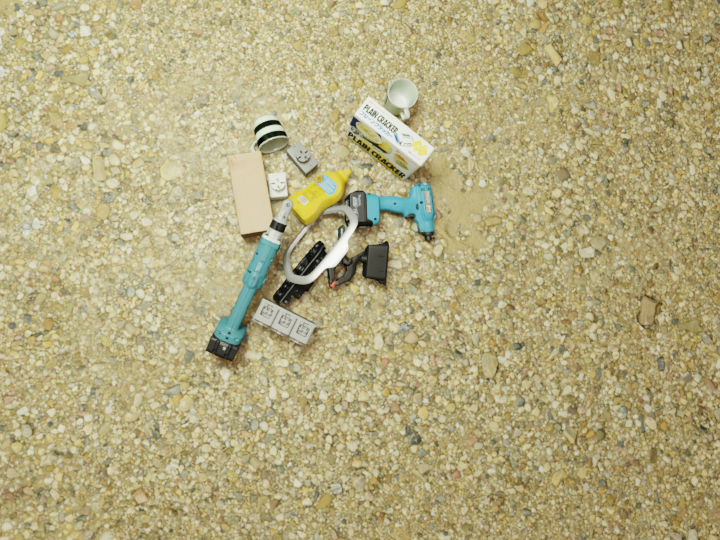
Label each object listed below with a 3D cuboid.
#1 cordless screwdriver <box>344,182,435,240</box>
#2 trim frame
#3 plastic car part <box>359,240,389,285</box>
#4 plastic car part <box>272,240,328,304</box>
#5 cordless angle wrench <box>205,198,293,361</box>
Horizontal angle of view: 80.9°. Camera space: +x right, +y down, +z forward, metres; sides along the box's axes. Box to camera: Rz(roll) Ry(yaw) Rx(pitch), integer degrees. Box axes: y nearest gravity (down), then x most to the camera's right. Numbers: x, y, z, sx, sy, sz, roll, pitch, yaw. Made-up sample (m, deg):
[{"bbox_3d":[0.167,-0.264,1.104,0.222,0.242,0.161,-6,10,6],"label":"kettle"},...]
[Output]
[{"bbox_3d":[0.084,-0.151,1.156,0.245,0.075,0.160,-6,88,-10],"label":"cordless screwdriver"},{"bbox_3d":[-0.107,-0.070,1.095,0.248,0.195,0.026,-51,134,-7],"label":"trim frame"},{"bbox_3d":[0.033,-0.022,1.126,0.069,0.068,0.116,1,96,-16],"label":"plastic car part"},{"bbox_3d":[-0.148,0.012,1.125,0.065,0.068,0.203,35,84,-18],"label":"plastic car part"},{"bbox_3d":[-0.262,0.017,1.049,0.073,0.100,0.422,25,96,-10],"label":"cordless angle wrench"}]
